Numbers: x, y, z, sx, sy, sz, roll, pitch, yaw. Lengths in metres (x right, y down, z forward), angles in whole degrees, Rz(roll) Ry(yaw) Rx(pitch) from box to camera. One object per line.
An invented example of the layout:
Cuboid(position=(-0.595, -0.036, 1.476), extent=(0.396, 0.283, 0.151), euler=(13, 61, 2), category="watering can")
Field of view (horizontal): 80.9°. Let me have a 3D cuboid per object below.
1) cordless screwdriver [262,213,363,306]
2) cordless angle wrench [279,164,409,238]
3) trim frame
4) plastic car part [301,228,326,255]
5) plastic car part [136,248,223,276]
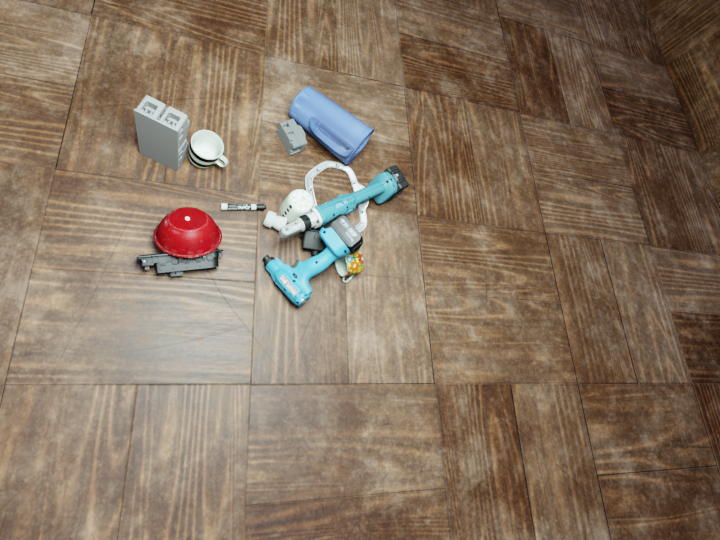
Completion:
Cuboid(position=(-0.123, -0.046, 1.087), extent=(0.248, 0.072, 0.163), euler=(-43, 77, -1), category="cordless screwdriver")
Cuboid(position=(-0.044, -0.180, 1.157), extent=(0.412, 0.099, 0.075), euler=(-30, 85, -31), category="cordless angle wrench")
Cuboid(position=(-0.066, -0.214, 1.239), extent=(0.178, 0.028, 0.254), euler=(-7, 71, -22), category="trim frame")
Cuboid(position=(-0.113, -0.074, 1.155), extent=(0.114, 0.067, 0.071), euler=(5, 84, -14), category="plastic car part")
Cuboid(position=(-0.428, -0.022, 1.021), extent=(0.197, 0.068, 0.067), euler=(-11, 86, -23), category="plastic car part")
